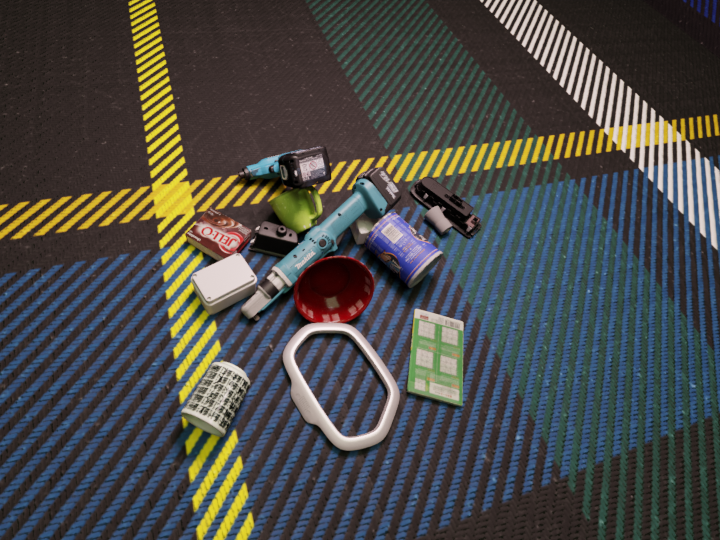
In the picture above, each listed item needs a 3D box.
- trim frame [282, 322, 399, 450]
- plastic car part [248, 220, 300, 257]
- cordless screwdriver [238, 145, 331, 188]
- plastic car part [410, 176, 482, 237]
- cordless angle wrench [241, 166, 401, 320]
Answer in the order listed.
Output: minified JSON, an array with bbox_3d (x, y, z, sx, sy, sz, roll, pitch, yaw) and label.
[{"bbox_3d":[-0.038,0.205,0.789,0.180,0.027,0.258,-27,66,-26],"label":"trim frame"},{"bbox_3d":[-0.181,-0.073,0.926,0.117,0.069,0.067,14,57,2],"label":"plastic car part"},{"bbox_3d":[-0.178,-0.230,0.960,0.155,0.072,0.261,-20,21,-22],"label":"cordless screwdriver"},{"bbox_3d":[0.215,-0.170,1.065,0.210,0.065,0.065,39,65,19],"label":"plastic car part"},{"bbox_3d":[-0.087,-0.057,0.889,0.420,0.077,0.095,-45,107,-16],"label":"cordless angle wrench"}]
